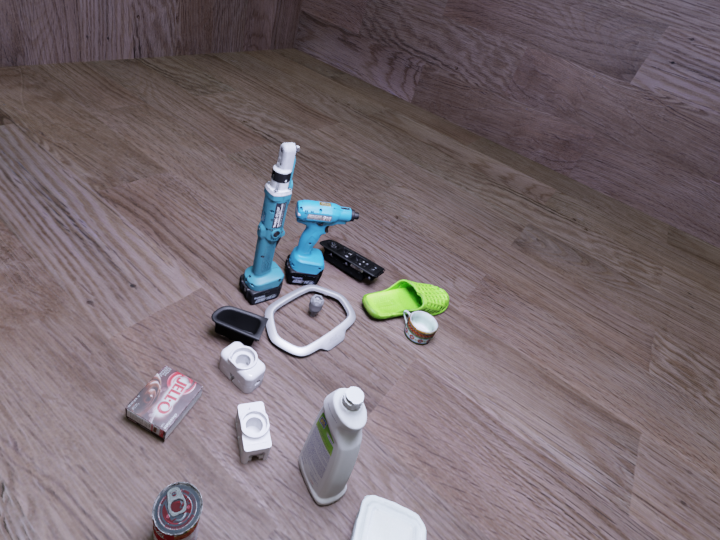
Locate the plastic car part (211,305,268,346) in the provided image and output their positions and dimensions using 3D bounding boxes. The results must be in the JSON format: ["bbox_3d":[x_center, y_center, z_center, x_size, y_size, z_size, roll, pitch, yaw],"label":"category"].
[{"bbox_3d":[-0.274,0.130,0.941,0.117,0.070,0.067,18,38,1],"label":"plastic car part"}]

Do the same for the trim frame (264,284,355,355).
[{"bbox_3d":[-0.123,0.118,1.043,0.193,0.027,0.241,37,43,24],"label":"trim frame"}]

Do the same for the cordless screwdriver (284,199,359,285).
[{"bbox_3d":[-0.108,-0.071,1.103,0.155,0.245,0.077,6,40,-17],"label":"cordless screwdriver"}]

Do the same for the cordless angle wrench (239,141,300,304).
[{"bbox_3d":[-0.203,-0.098,0.964,0.094,0.417,0.078,-14,49,-36],"label":"cordless angle wrench"}]

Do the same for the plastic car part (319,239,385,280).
[{"bbox_3d":[-0.032,-0.026,1.220,0.211,0.066,0.065,34,40,21],"label":"plastic car part"}]
